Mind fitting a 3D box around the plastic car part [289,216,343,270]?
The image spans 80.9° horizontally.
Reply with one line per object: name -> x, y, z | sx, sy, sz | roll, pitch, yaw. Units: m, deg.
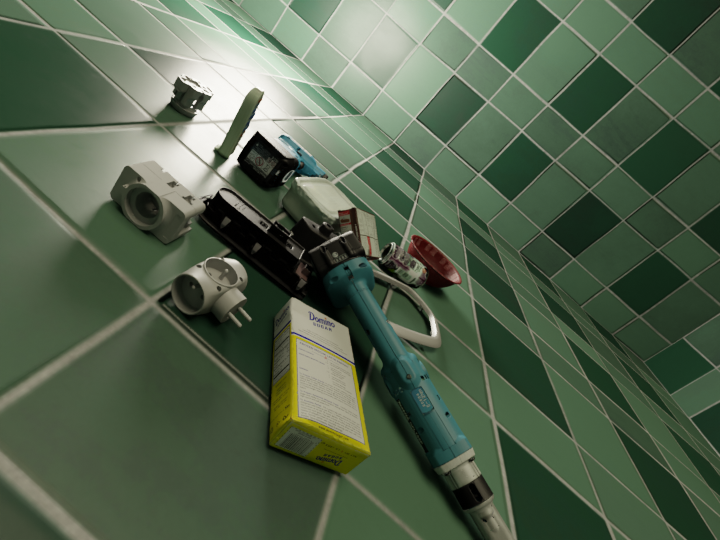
plastic car part -> -0.068, -0.044, 0.693 | 0.111, 0.071, 0.068 | 34, 23, -27

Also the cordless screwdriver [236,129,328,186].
cordless screwdriver -> -0.147, -0.222, 0.891 | 0.159, 0.075, 0.248 | 41, 18, -3

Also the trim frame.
trim frame -> 0.059, 0.059, 0.769 | 0.235, 0.028, 0.193 | 21, 31, -37

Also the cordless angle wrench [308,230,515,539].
cordless angle wrench -> 0.058, 0.139, 0.548 | 0.441, 0.074, 0.095 | 59, -9, 26

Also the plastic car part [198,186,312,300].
plastic car part -> -0.143, -0.046, 0.594 | 0.201, 0.067, 0.067 | 36, 30, -6
